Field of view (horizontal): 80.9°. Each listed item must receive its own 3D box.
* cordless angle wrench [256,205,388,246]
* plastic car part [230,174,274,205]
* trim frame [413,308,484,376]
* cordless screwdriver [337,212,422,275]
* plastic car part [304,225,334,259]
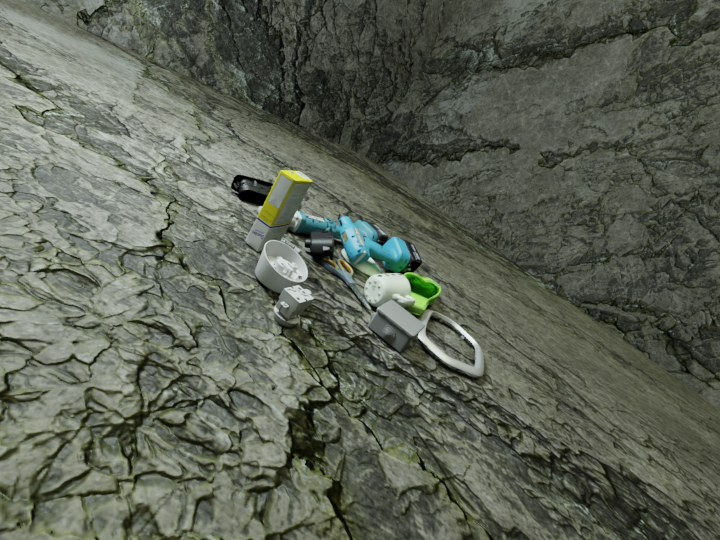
[{"bbox_3d":[-0.099,-0.118,1.165,0.401,0.074,0.103,9,29,-41],"label":"cordless angle wrench"},{"bbox_3d":[-0.263,-0.204,1.163,0.192,0.067,0.069,17,49,-38],"label":"plastic car part"},{"bbox_3d":[0.201,0.159,0.971,0.188,0.027,0.244,34,21,8],"label":"trim frame"},{"bbox_3d":[0.045,-0.070,1.151,0.236,0.075,0.166,15,40,-38],"label":"cordless screwdriver"},{"bbox_3d":[-0.101,-0.066,1.033,0.071,0.065,0.119,3,17,-4],"label":"plastic car part"}]
